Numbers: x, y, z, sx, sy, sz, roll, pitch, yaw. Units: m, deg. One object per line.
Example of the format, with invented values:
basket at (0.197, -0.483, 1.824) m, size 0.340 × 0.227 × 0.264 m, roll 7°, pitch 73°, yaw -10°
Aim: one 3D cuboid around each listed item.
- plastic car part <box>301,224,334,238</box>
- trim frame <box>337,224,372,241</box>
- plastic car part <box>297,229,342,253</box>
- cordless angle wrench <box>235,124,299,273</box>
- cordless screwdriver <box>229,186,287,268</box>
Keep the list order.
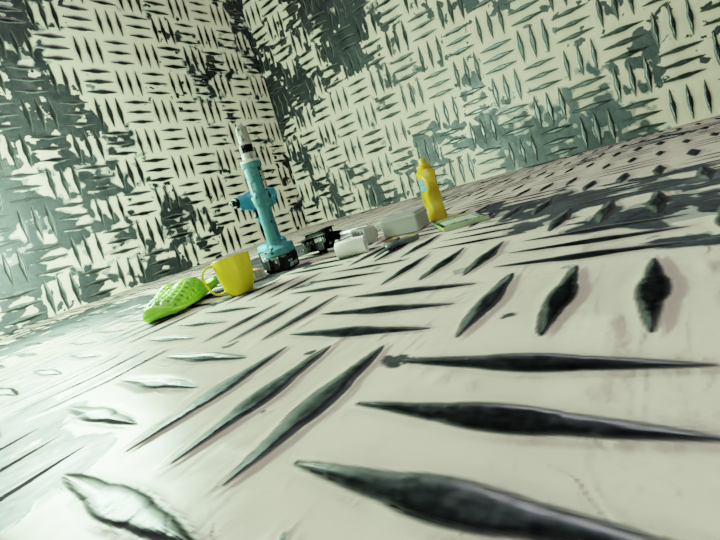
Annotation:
plastic car part at (-0.136, -0.111, 1.465) m, size 0.121 × 0.070 × 0.064 m, roll -9°, pitch 10°, yaw 41°
trim frame at (-0.065, -0.126, 1.549) m, size 0.178 × 0.027 × 0.259 m, roll -26°, pitch 13°, yaw -41°
plastic car part at (-0.128, -0.084, 1.311) m, size 0.064 × 0.066 × 0.211 m, roll -21°, pitch 10°, yaw -32°
cordless angle wrench at (-0.277, -0.203, 1.192) m, size 0.076 × 0.419 × 0.096 m, roll -15°, pitch 5°, yaw 18°
cordless screwdriver at (-0.297, -0.123, 1.284) m, size 0.154 × 0.247 × 0.077 m, roll -22°, pitch 8°, yaw -42°
